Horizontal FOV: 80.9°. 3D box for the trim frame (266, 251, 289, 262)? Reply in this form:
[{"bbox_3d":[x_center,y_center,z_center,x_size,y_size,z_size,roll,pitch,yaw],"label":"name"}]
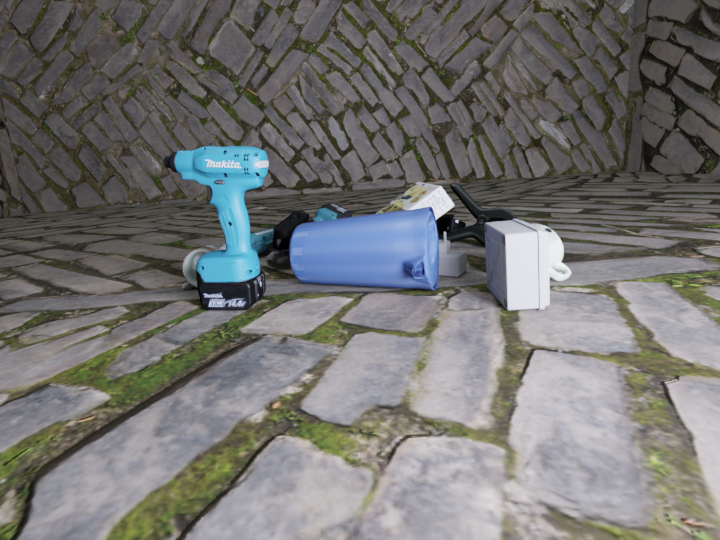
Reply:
[{"bbox_3d":[-0.092,-0.060,0.943,0.251,0.027,0.185,-13,12,6],"label":"trim frame"}]

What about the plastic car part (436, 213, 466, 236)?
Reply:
[{"bbox_3d":[0.224,-0.110,1.081,0.069,0.066,0.121,8,6,-21],"label":"plastic car part"}]

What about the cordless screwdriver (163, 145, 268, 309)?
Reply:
[{"bbox_3d":[-0.224,-0.067,0.658,0.162,0.245,0.074,4,13,10],"label":"cordless screwdriver"}]

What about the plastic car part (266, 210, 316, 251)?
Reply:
[{"bbox_3d":[-0.148,-0.092,0.939,0.067,0.066,0.203,12,27,6],"label":"plastic car part"}]

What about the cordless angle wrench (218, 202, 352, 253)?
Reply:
[{"bbox_3d":[-0.199,-0.085,1.059,0.409,0.072,0.104,-22,40,-39],"label":"cordless angle wrench"}]
